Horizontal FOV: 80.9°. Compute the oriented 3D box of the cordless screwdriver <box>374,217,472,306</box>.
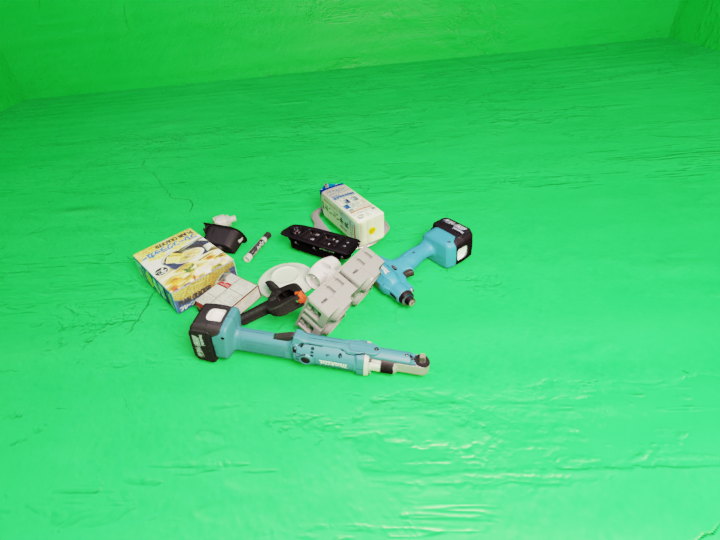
[{"bbox_3d":[0.142,-0.017,0.926,0.244,0.071,0.168,-26,42,-18],"label":"cordless screwdriver"}]

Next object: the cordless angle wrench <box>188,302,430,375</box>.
[{"bbox_3d":[-0.094,0.138,0.756,0.431,0.095,0.075,7,38,11],"label":"cordless angle wrench"}]

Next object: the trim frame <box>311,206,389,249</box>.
[{"bbox_3d":[-0.034,-0.125,1.130,0.180,0.026,0.262,-19,41,-17],"label":"trim frame"}]

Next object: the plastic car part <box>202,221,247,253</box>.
[{"bbox_3d":[-0.362,-0.074,1.095,0.120,0.063,0.071,11,55,17],"label":"plastic car part"}]

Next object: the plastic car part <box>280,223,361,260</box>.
[{"bbox_3d":[-0.100,-0.066,1.025,0.212,0.064,0.066,20,51,26],"label":"plastic car part"}]
